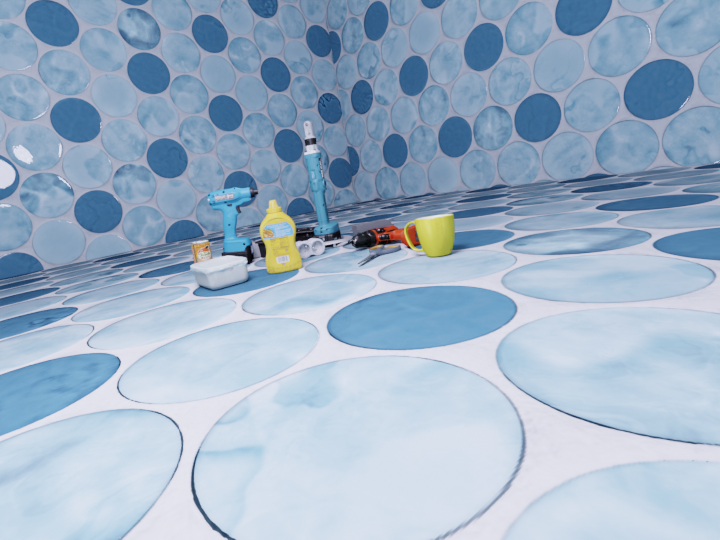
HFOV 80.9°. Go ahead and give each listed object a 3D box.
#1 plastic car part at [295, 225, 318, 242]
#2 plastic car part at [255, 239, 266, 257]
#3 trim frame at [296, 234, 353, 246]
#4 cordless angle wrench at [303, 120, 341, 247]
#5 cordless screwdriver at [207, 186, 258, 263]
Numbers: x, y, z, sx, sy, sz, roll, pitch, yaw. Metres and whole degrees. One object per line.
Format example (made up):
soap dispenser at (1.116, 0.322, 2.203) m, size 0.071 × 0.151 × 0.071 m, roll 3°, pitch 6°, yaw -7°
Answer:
plastic car part at (-0.191, -0.134, 1.586) m, size 0.203 × 0.066 × 0.067 m, roll -10°, pitch 10°, yaw 2°
plastic car part at (-0.267, -0.067, 1.329) m, size 0.118 × 0.070 × 0.066 m, roll -8°, pitch 10°, yaw 9°
trim frame at (-0.142, -0.093, 1.451) m, size 0.245 × 0.027 × 0.189 m, roll -12°, pitch 12°, yaw -11°
cordless angle wrench at (-0.142, -0.289, 1.423) m, size 0.077 × 0.418 × 0.096 m, roll -6°, pitch 9°, yaw 20°
cordless screwdriver at (-0.390, -0.143, 1.364) m, size 0.159 × 0.246 × 0.075 m, roll -9°, pitch 8°, yaw 0°
